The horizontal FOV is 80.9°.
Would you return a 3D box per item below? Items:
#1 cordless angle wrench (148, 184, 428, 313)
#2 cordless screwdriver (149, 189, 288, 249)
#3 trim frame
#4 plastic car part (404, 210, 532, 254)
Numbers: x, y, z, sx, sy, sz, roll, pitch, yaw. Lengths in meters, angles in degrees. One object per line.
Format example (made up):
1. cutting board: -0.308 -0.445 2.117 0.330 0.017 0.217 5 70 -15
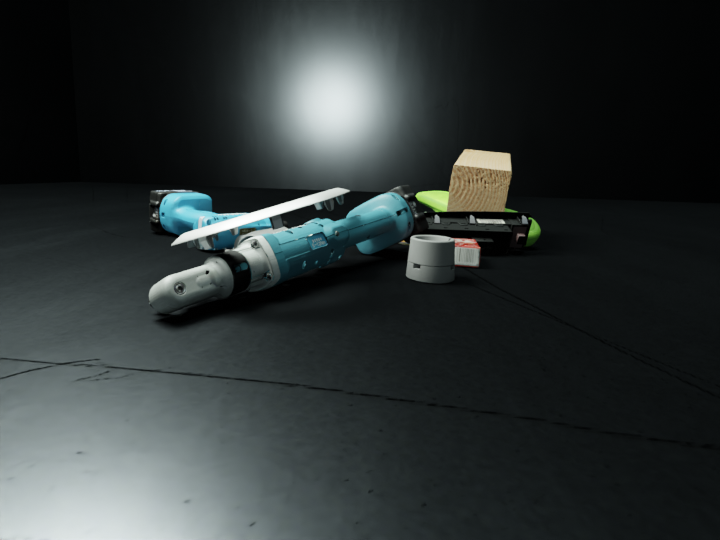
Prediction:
1. cordless angle wrench: -0.048 -0.032 0.493 0.101 0.074 0.409 -25 0 36
2. cordless screwdriver: -0.254 -0.089 0.734 0.263 0.073 0.152 19 20 42
3. trim frame: -0.103 -0.059 0.475 0.187 0.027 0.249 -14 13 10
4. plastic car part: 0.165 -0.053 0.667 0.205 0.064 0.068 4 37 6
